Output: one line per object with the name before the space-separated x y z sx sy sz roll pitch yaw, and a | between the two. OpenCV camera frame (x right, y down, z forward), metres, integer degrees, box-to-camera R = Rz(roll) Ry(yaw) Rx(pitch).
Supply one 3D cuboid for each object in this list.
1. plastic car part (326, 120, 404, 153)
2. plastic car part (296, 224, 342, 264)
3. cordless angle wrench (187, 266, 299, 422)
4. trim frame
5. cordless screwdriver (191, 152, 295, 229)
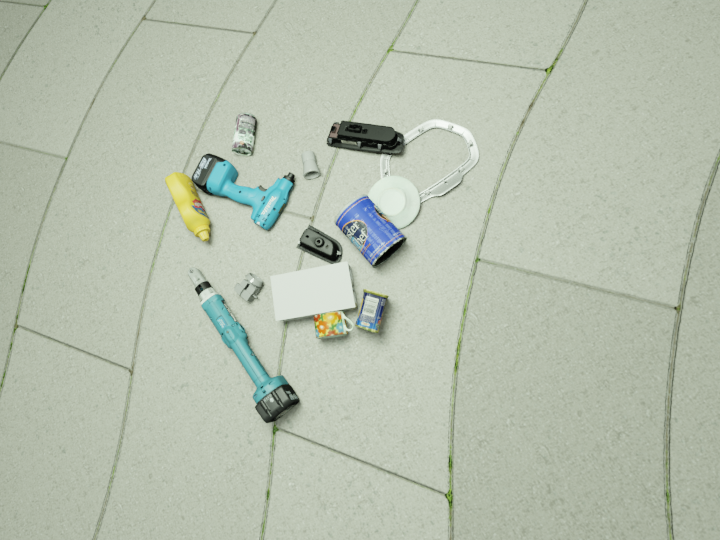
plastic car part | 0.010 -0.338 1.049 0.210 0.064 0.067 16 73 19
plastic car part | -0.099 -0.065 1.015 0.121 0.068 0.066 27 86 18
cordless angle wrench | -0.299 0.153 1.000 0.074 0.094 0.439 -39 70 -3
trim frame | 0.163 -0.266 1.027 0.249 0.027 0.189 -34 74 1
cordless screwdriver | -0.299 -0.227 1.094 0.255 0.072 0.159 29 85 12
